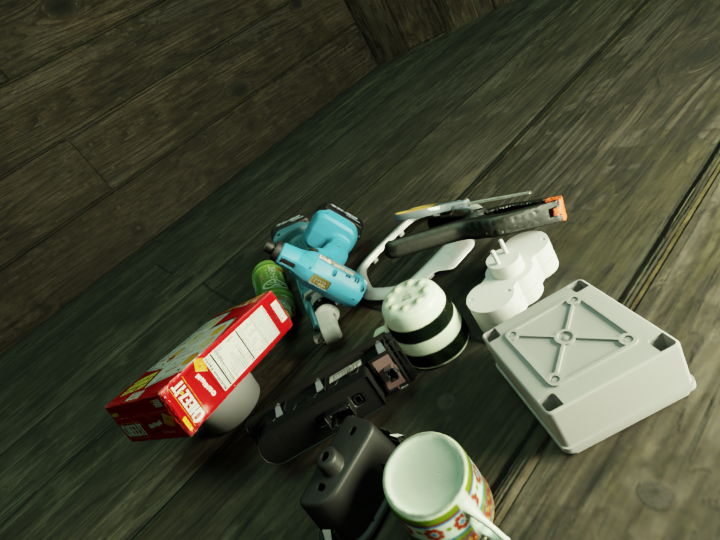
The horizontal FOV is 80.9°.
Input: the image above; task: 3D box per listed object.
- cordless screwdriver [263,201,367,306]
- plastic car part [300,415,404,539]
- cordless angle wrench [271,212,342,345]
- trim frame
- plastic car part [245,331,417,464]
[{"bbox_3d":[-0.070,-0.046,0.713,0.074,0.156,0.254,-58,12,23],"label":"cordless screwdriver"},{"bbox_3d":[-0.010,0.183,0.385,0.069,0.068,0.115,-7,33,47],"label":"plastic car part"},{"bbox_3d":[-0.096,0.003,0.782,0.097,0.071,0.441,-25,29,-5],"label":"cordless angle wrench"},{"bbox_3d":[0.092,-0.036,0.682,0.246,0.026,0.193,-44,27,-22],"label":"trim frame"},{"bbox_3d":[-0.036,0.152,0.462,0.205,0.064,0.068,-31,17,10],"label":"plastic car part"}]
